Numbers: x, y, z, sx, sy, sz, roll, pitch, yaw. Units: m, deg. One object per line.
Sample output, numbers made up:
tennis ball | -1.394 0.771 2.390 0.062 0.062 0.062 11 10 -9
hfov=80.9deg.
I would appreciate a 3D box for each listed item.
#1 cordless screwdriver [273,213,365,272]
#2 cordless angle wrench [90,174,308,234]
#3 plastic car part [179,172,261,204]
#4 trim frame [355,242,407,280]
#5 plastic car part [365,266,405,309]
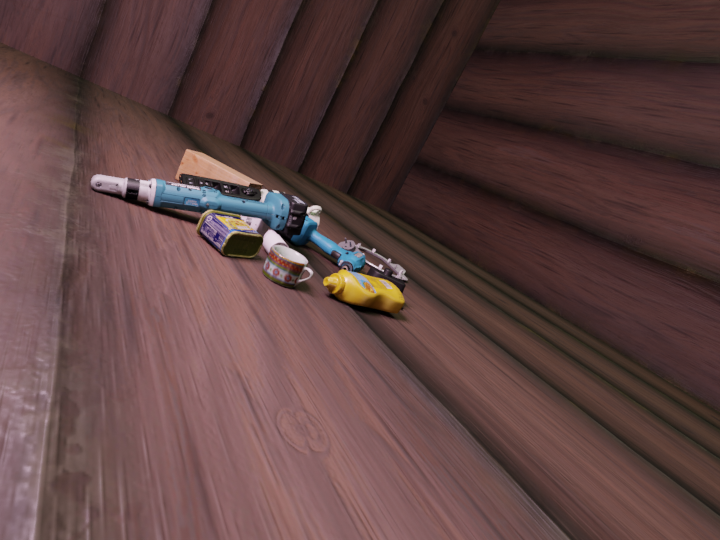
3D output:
cordless screwdriver | -0.105 -0.069 1.077 0.254 0.074 0.156 33 13 9
cordless angle wrench | -0.315 -0.144 0.868 0.405 0.073 0.103 6 21 -29
plastic car part | -0.341 -0.184 1.037 0.195 0.066 0.070 1 33 -28
trim frame | 0.058 -0.032 1.361 0.177 0.027 0.259 22 12 -25
plastic car part | 0.059 0.032 1.003 0.115 0.071 0.067 28 10 -9
